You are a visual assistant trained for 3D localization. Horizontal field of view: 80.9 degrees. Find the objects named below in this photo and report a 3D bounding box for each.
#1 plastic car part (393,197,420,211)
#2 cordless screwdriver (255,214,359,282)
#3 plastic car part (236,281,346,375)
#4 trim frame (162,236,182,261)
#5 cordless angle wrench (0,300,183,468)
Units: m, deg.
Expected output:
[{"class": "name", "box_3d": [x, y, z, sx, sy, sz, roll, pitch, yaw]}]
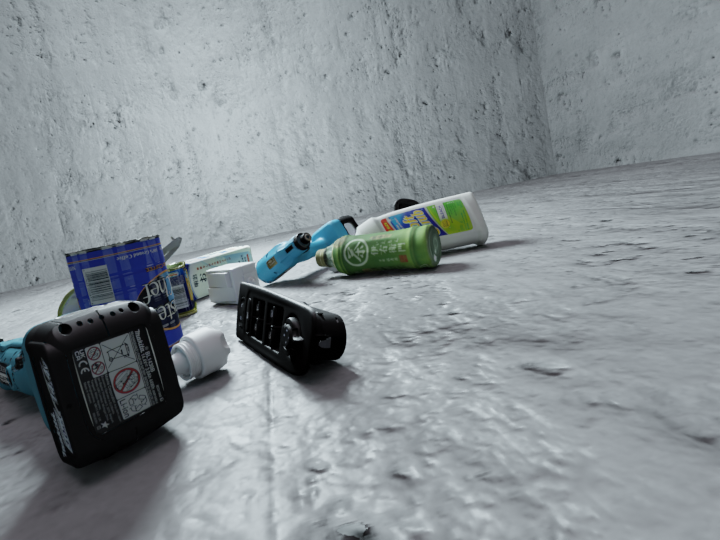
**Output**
[{"class": "plastic car part", "box_3d": [0.102, -0.084, 0.865, 0.065, 0.119, 0.070, -12, -17, -5]}, {"class": "cordless screwdriver", "box_3d": [-0.085, -0.055, 0.866, 0.162, 0.075, 0.241, -34, -6, 42]}, {"class": "plastic car part", "box_3d": [-0.074, 0.056, 0.423, 0.064, 0.066, 0.211, 14, -4, -27]}, {"class": "trim frame", "box_3d": [-0.408, 0.020, 0.758, 0.251, 0.027, 0.186, -38, 16, 18]}, {"class": "cordless angle wrench", "box_3d": [-0.316, 0.094, 0.419, 0.441, 0.097, 0.072, -8, 7, 42]}]
